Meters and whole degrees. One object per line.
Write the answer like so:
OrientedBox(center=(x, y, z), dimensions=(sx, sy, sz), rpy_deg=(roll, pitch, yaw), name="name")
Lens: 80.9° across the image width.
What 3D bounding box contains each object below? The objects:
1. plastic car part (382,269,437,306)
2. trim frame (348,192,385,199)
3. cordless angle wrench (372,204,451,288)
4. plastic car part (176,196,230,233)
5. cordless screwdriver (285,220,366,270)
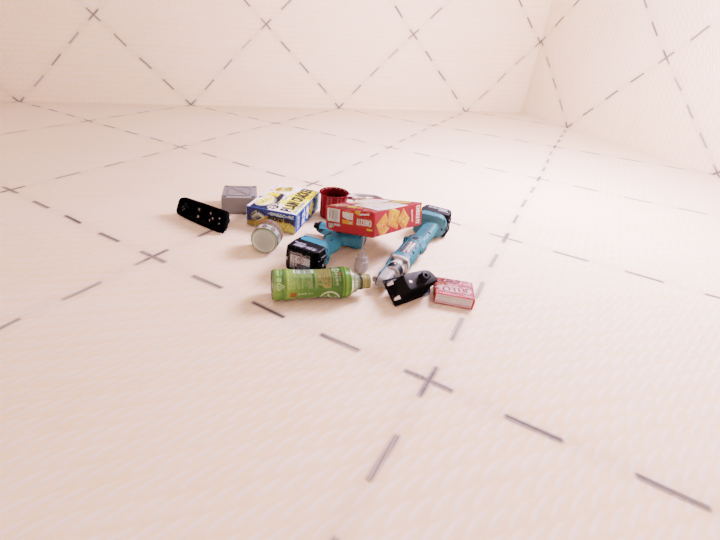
OrientedBox(center=(0.122, 0.027, 0.947), dimensions=(0.113, 0.071, 0.068), rpy_deg=(-14, 70, -28), name="plastic car part")
OrientedBox(center=(0.032, -0.206, 1.394), dimensions=(0.178, 0.027, 0.263), rpy_deg=(-13, 36, -28), name="trim frame")
OrientedBox(center=(0.140, -0.064, 1.127), dimensions=(0.102, 0.072, 0.417), rpy_deg=(17, 35, 21), name="cordless angle wrench")
OrientedBox(center=(-0.456, -0.170, 1.240), dimensions=(0.211, 0.065, 0.065), rpy_deg=(19, 22, 23), name="plastic car part")
OrientedBox(center=(-0.108, -0.071, 1.105), dimensions=(0.166, 0.073, 0.243), rpy_deg=(19, 30, 24), name="cordless screwdriver")
